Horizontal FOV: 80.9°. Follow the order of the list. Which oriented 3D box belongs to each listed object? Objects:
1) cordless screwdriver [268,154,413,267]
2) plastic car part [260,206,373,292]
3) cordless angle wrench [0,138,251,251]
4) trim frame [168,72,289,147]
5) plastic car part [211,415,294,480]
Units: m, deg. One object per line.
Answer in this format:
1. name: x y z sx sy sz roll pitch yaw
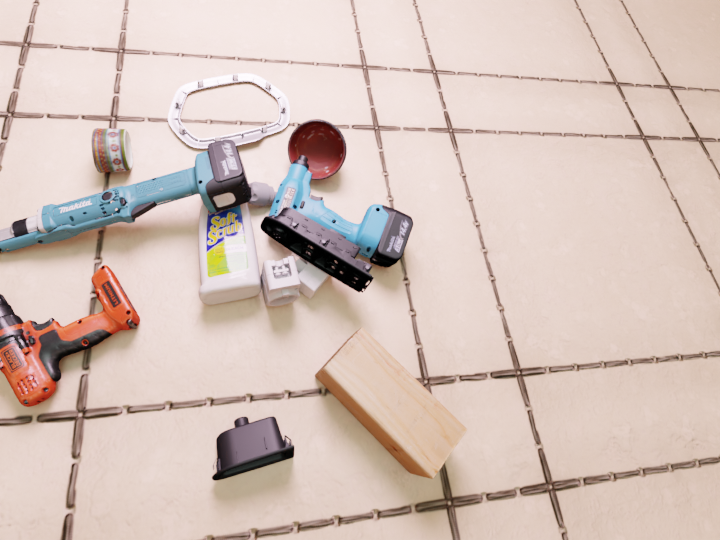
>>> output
1. cordless screwdriver: -0.032 -0.107 0.766 0.249 0.074 0.160 17 75 0
2. plastic car part: -0.067 -0.044 0.687 0.204 0.066 0.067 27 67 2
3. cordless angle wrench: -0.392 -0.103 0.679 0.420 0.072 0.102 -17 64 -5
4. trim frame: -0.263 -0.326 0.856 0.243 0.027 0.189 -19 72 -20
5. plastic car part: -0.158 0.245 0.605 0.114 0.064 0.074 -10 55 -13
